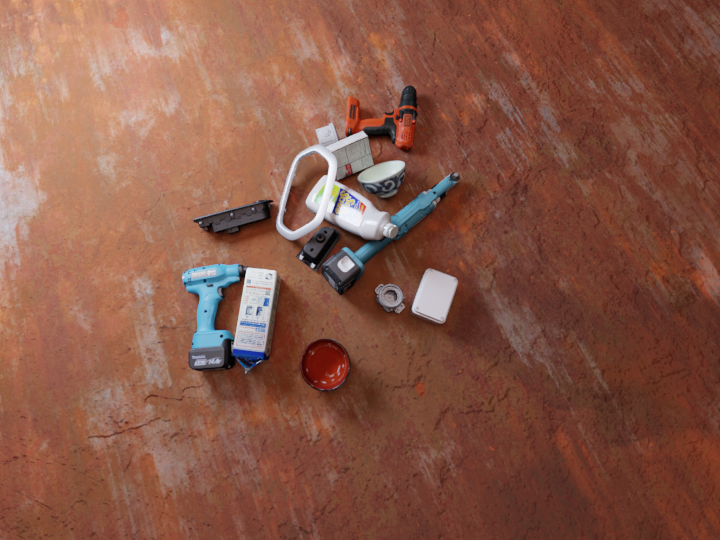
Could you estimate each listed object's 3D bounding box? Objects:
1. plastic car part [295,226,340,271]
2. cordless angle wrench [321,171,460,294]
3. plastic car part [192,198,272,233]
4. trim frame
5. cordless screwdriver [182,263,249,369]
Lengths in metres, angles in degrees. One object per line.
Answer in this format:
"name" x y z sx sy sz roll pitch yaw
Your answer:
"plastic car part" -0.101 -0.066 1.031 0.067 0.070 0.116 35 82 8
"cordless angle wrench" 0.088 -0.106 1.029 0.420 0.096 0.076 -40 79 -13
"plastic car part" -0.312 -0.134 1.067 0.202 0.066 0.068 -19 86 -3
"trim frame" -0.136 -0.193 1.037 0.194 0.026 0.249 8 82 41
"cordless screwdriver" -0.331 0.104 0.995 0.159 0.072 0.255 -10 70 -1
